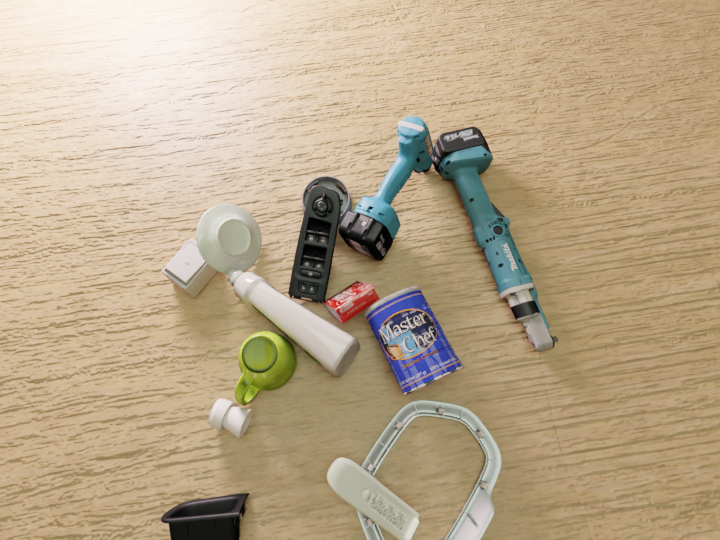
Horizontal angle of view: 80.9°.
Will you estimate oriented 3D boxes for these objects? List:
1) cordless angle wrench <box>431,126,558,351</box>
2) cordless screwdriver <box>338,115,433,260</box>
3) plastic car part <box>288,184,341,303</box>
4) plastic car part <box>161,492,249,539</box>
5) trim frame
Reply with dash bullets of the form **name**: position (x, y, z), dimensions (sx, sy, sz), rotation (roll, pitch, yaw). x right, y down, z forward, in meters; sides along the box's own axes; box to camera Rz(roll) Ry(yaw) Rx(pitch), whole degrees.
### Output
- **cordless angle wrench**: position (0.241, -0.064, 0.763), dimensions (0.097, 0.072, 0.435), rotation (-14, 69, -5)
- **cordless screwdriver**: position (0.063, -0.141, 0.780), dimensions (0.078, 0.152, 0.249), rotation (25, 84, 24)
- **plastic car part**: position (-0.074, -0.048, 0.755), dimensions (0.068, 0.065, 0.202), rotation (10, 94, 13)
- **plastic car part**: position (-0.219, 0.372, 0.604), dimensions (0.117, 0.065, 0.072), rotation (-11, 82, 0)
- **trim frame**: position (0.102, 0.315, 0.628), dimensions (0.190, 0.027, 0.247), rotation (35, 71, 15)
